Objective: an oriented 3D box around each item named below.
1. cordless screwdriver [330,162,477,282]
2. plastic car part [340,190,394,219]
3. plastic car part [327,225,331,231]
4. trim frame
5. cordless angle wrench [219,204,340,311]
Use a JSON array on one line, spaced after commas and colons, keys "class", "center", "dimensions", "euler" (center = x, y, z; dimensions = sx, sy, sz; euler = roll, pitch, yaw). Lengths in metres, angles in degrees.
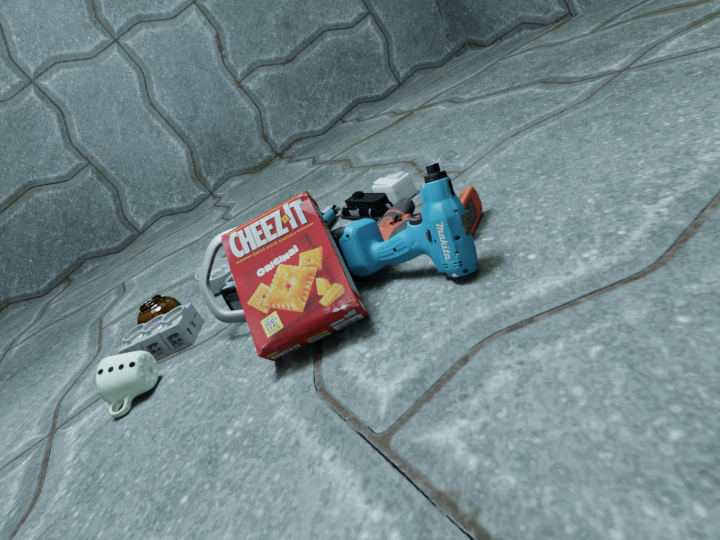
[{"class": "cordless screwdriver", "center": [0.046, -0.062, 0.658], "dimensions": [0.259, 0.157, 0.072], "euler": [-8, 11, 43]}, {"class": "plastic car part", "center": [0.017, -0.156, 1.000], "dimensions": [0.065, 0.065, 0.213], "euler": [-29, 25, -22]}, {"class": "plastic car part", "center": [-0.088, -0.058, 0.903], "dimensions": [0.068, 0.069, 0.116], "euler": [-18, 22, 27]}, {"class": "trim frame", "center": [-0.180, 0.005, 0.754], "dimensions": [0.253, 0.186, 0.027], "euler": [-15, -7, 14]}, {"class": "cordless angle wrench", "center": [-0.152, -0.050, 0.962], "dimensions": [0.102, 0.072, 0.420], "euler": [-13, 26, 33]}]
